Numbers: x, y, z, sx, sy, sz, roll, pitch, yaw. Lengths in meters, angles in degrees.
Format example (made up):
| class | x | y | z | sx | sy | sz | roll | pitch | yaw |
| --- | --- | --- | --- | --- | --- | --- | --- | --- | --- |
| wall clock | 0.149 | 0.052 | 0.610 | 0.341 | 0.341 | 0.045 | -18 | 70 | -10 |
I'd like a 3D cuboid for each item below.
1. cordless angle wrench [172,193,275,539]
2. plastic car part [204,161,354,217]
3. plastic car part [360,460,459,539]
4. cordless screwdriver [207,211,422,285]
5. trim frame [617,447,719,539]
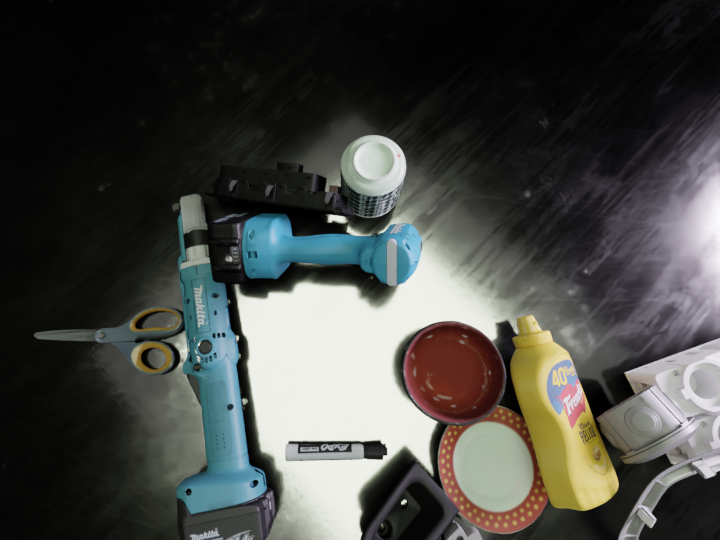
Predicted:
| class | x | y | z | sx | sy | sz | roll | pitch | yaw |
| --- | --- | --- | --- | --- | --- | --- | --- | --- | --- |
| cordless angle wrench | -0.185 | 0.098 | 0.522 | 0.098 | 0.073 | 0.433 | -13 | 73 | -1 |
| plastic car part | -0.111 | -0.105 | 0.542 | 0.210 | 0.065 | 0.066 | 6 | 101 | 21 |
| plastic car part | 0.037 | 0.277 | 0.457 | 0.067 | 0.070 | 0.115 | 45 | 66 | 10 |
| cordless screwdriver | -0.051 | -0.033 | 0.523 | 0.255 | 0.158 | 0.073 | 2 | 106 | 15 |
| trim frame | 0.381 | 0.244 | 0.428 | 0.248 | 0.028 | 0.179 | -18 | 111 | -2 |
